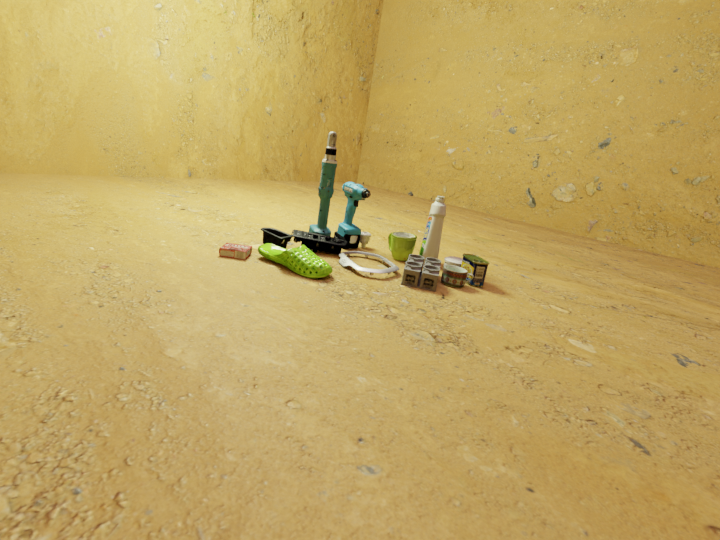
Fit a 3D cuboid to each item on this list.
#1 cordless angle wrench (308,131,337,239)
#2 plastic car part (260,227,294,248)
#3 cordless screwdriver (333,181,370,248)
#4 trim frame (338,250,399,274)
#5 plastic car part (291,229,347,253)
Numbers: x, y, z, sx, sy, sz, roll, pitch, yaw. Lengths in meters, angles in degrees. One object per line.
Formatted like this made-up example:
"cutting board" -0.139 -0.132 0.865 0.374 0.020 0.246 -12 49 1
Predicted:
"cordless angle wrench" -0.127 -0.290 1.543 0.072 0.417 0.102 3 16 -21
"plastic car part" -0.294 -0.102 1.458 0.123 0.070 0.063 20 19 34
"cordless screwdriver" -0.026 -0.203 1.598 0.071 0.245 0.168 0 18 -31
"trim frame" 0.021 -0.027 1.423 0.178 0.027 0.260 1 18 -21
"plastic car part" -0.148 -0.096 1.509 0.202 0.066 0.067 7 16 -2
